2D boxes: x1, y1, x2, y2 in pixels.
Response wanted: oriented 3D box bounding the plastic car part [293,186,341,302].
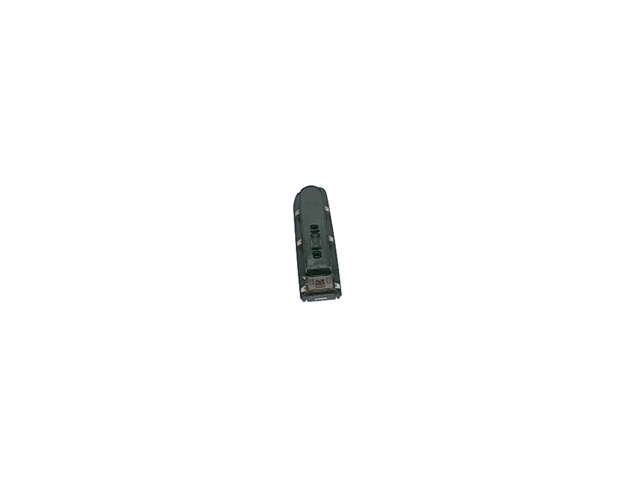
[{"bbox_3d":[-0.011,-0.006,0.690,0.066,0.202,0.067,-8,-26,5],"label":"plastic car part"}]
